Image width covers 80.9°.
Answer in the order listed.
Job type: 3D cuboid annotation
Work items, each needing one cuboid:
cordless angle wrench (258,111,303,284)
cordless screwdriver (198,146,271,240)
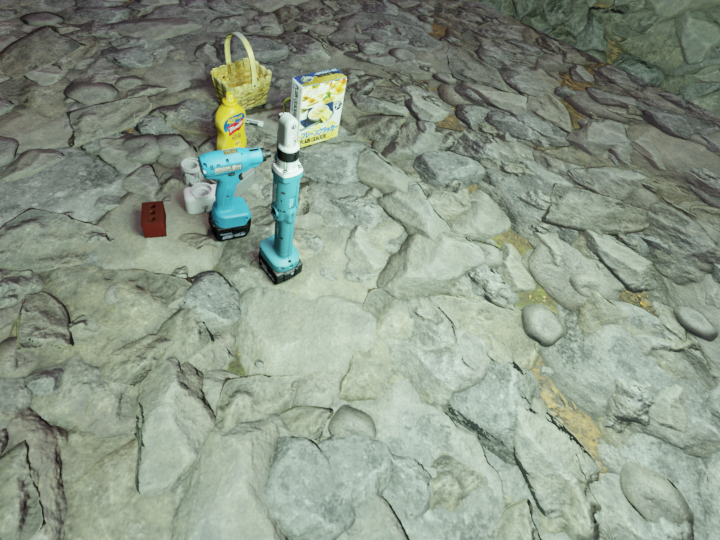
[{"bbox_3d":[-0.157,-0.131,0.869,0.072,0.414,0.102,-27,62,-30],"label":"cordless angle wrench"},{"bbox_3d":[-0.292,-0.185,1.006,0.155,0.244,0.078,-16,57,-23],"label":"cordless screwdriver"}]
